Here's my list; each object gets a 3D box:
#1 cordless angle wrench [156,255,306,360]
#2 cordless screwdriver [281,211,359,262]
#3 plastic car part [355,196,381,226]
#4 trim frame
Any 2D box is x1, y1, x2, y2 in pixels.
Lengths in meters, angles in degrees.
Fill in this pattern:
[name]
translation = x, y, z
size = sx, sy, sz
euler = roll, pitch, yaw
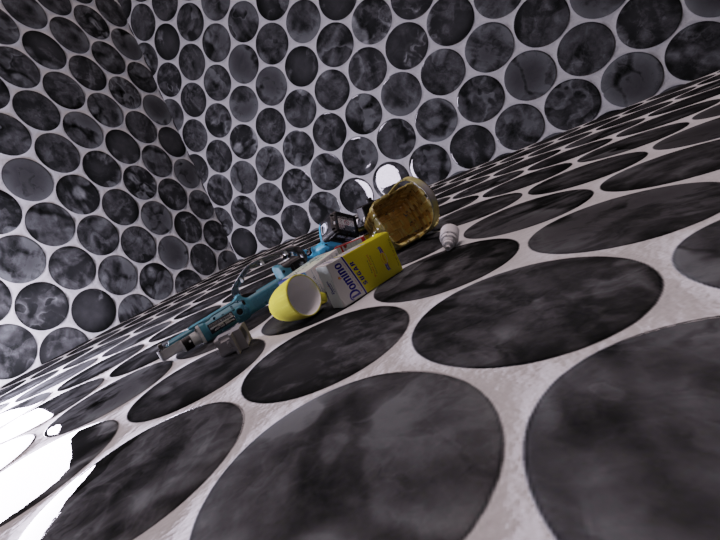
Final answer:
[cordless angle wrench]
translation = -0.312, 0.101, 1.074
size = 0.415, 0.096, 0.077
euler = -33, 11, -23
[cordless screwdriver]
translation = -0.122, -0.080, 1.248
size = 0.152, 0.076, 0.252
euler = 7, -29, -29
[plastic car part]
translation = 0.031, -0.184, 1.283
size = 0.114, 0.070, 0.068
euler = -33, 12, -31
[trim frame]
translation = -0.252, 0.014, 1.200
size = 0.242, 0.029, 0.181
euler = -26, -29, -32
